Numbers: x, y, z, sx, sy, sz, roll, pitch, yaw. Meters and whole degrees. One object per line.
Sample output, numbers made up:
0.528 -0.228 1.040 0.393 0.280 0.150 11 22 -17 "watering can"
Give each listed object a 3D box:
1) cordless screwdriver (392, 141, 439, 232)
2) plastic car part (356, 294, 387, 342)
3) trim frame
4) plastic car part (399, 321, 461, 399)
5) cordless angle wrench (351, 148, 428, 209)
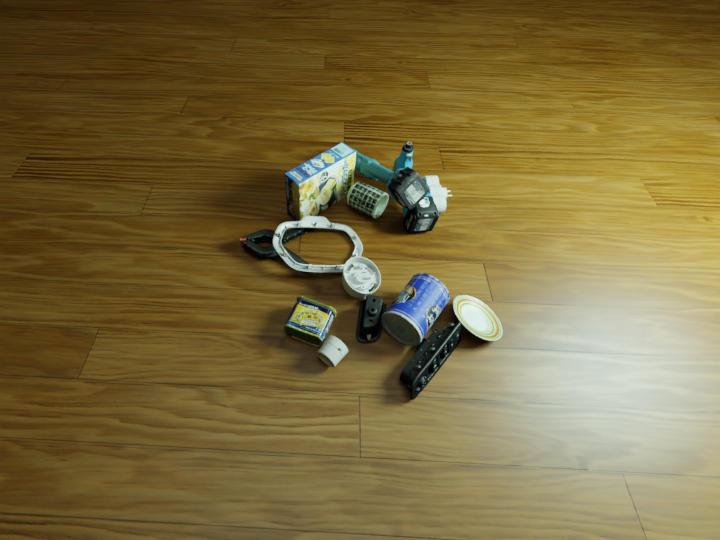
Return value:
0.150 -0.239 1.211 0.073 0.155 0.259 -5 54 -13 "cordless screwdriver"
0.026 0.105 0.993 0.067 0.069 0.118 9 49 5 "plastic car part"
-0.111 -0.072 1.130 0.243 0.027 0.191 0 51 -14 "trim frame"
0.152 0.190 0.934 0.070 0.064 0.201 25 55 27 "plastic car part"
0.027 -0.298 1.235 0.074 0.092 0.447 -45 41 -2 "cordless angle wrench"
